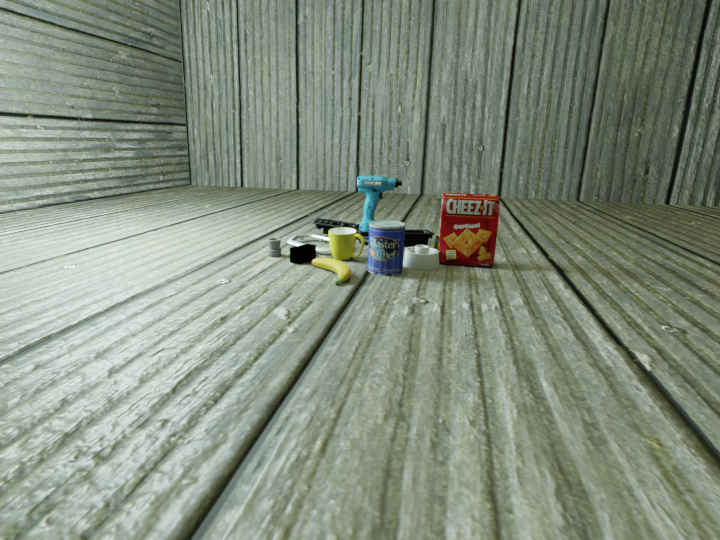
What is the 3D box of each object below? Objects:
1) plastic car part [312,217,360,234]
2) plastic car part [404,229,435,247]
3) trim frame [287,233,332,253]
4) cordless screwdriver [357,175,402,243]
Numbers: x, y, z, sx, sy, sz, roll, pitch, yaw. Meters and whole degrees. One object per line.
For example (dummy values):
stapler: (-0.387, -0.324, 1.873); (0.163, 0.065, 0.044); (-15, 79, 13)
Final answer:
plastic car part: (-0.083, -0.161, 1.648); (0.209, 0.066, 0.065); (6, 16, 17)
plastic car part: (0.187, -0.104, 1.459); (0.114, 0.070, 0.068); (-3, 16, -14)
trim frame: (-0.146, -0.096, 1.497); (0.262, 0.027, 0.177); (13, 20, 35)
cordless screwdriver: (0.065, -0.219, 1.535); (0.161, 0.245, 0.075); (3, 14, 5)
